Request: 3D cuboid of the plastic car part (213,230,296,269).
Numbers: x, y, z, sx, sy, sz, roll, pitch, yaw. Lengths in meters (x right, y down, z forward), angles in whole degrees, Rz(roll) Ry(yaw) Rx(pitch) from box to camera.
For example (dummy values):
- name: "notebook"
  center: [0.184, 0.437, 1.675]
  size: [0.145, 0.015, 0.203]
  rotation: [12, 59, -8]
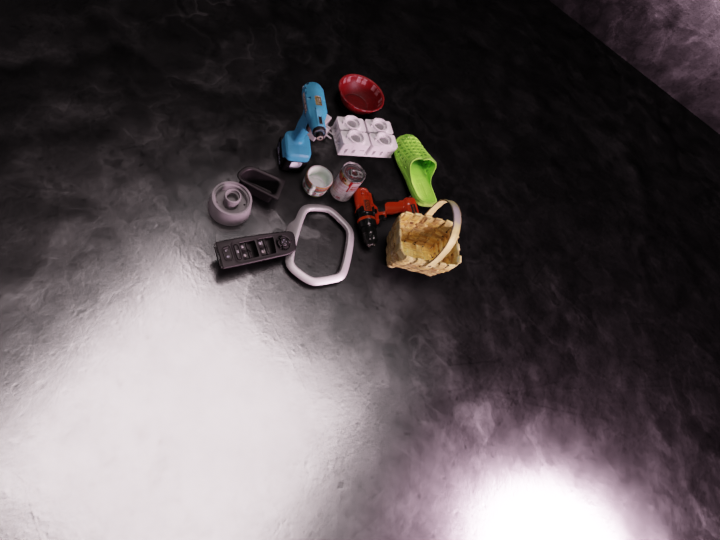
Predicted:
- name: "plastic car part"
  center: [-0.247, -0.046, 1.010]
  size: [0.196, 0.067, 0.068]
  rotation: [-15, 73, -28]

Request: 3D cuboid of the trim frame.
- name: "trim frame"
  center: [-0.108, -0.070, 1.102]
  size: [0.180, 0.027, 0.253]
  rotation: [18, 59, -12]

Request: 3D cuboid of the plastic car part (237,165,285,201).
- name: "plastic car part"
  center: [-0.264, -0.217, 1.091]
  size: [0.114, 0.071, 0.067]
  rotation: [23, 59, -11]

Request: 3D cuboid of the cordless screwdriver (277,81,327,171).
- name: "cordless screwdriver"
  center: [-0.148, -0.342, 1.096]
  size: [0.072, 0.251, 0.164]
  rotation: [1, 66, -25]
